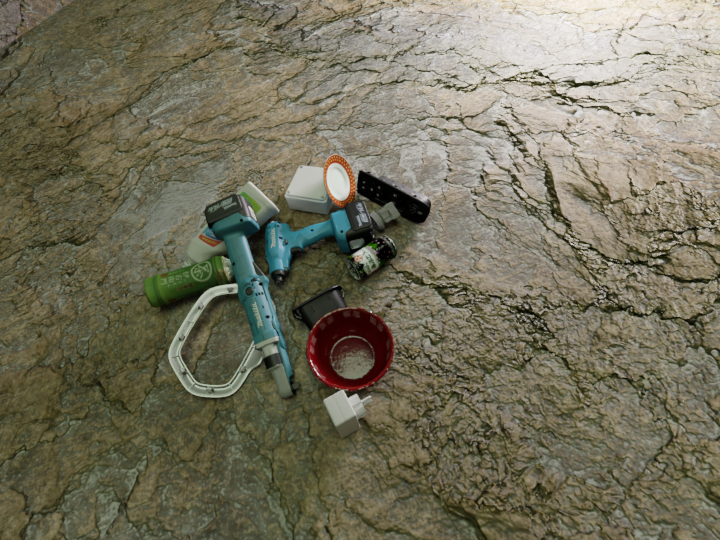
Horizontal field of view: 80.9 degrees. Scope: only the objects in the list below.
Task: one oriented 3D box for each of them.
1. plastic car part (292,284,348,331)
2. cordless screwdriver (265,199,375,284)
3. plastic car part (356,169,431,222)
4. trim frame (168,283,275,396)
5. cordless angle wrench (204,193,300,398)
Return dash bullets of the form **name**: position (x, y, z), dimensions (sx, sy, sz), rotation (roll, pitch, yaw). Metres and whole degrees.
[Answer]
- **plastic car part**: position (-0.072, 0.084, 0.851), dimensions (0.115, 0.064, 0.073), rotation (-26, 71, -13)
- **cordless screwdriver**: position (-0.092, -0.060, 0.946), dimensions (0.251, 0.071, 0.165), rotation (-13, 54, 6)
- **plastic car part**: position (0.084, -0.177, 1.005), dimensions (0.214, 0.065, 0.065), rotation (36, 41, 31)
- **trim frame**: position (-0.274, 0.131, 0.855), dimensions (0.187, 0.027, 0.250), rotation (20, 58, 7)
- **cordless angle wrench**: position (-0.213, 0.045, 0.851), dimensions (0.098, 0.072, 0.437), rotation (-24, 69, 3)
